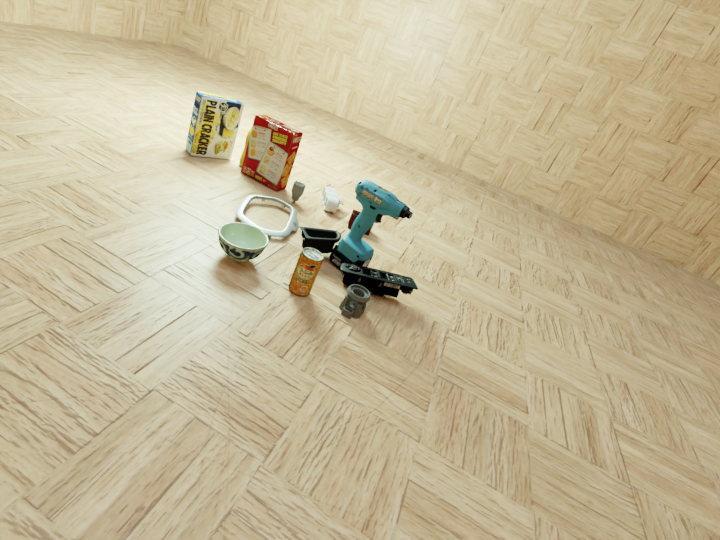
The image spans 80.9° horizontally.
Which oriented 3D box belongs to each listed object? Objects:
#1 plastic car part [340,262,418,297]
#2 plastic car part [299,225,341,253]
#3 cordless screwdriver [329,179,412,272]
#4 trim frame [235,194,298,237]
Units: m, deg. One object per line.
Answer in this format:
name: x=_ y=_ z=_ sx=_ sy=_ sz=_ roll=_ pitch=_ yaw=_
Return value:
plastic car part: x=0.038 y=0.027 z=1.087 sx=0.200 sy=0.066 sz=0.068 roll=17 pitch=28 yaw=-8
plastic car part: x=-0.113 y=-0.074 z=1.159 sx=0.112 sy=0.070 sz=0.069 roll=6 pitch=31 yaw=-27
cordless screwdriver: x=0.024 y=-0.095 z=1.102 sx=0.166 sy=0.246 sz=0.072 roll=36 pitch=29 yaw=23
trim frame: x=-0.271 y=-0.164 z=1.258 sx=0.182 sy=0.027 sz=0.254 roll=17 pitch=28 yaw=-7
